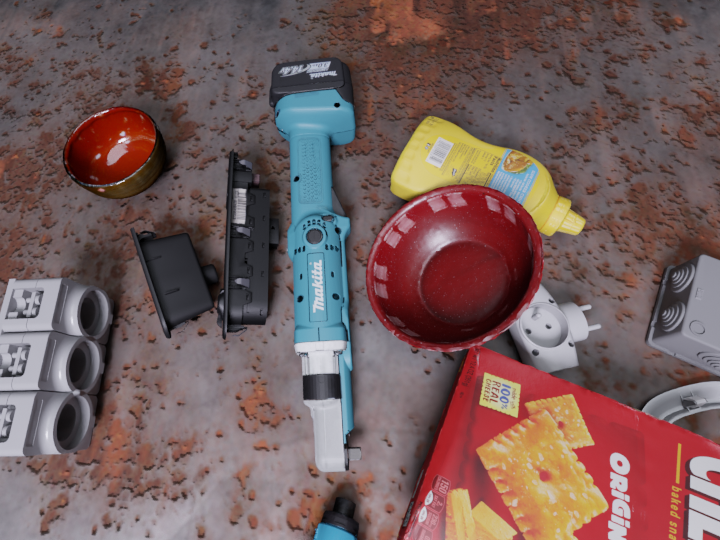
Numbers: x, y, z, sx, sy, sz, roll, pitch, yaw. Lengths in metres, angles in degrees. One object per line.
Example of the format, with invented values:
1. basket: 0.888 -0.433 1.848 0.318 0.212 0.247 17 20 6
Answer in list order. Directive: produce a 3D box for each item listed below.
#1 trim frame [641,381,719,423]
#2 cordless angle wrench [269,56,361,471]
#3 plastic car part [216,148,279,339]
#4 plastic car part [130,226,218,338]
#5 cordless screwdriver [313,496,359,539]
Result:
1. trim frame: 0.330 0.210 0.327 0.183 0.027 0.258 -33 67 -9
2. cordless angle wrench: -0.043 -0.028 0.440 0.098 0.072 0.432 -5 70 2
3. plastic car part: -0.122 -0.024 0.453 0.065 0.067 0.207 9 65 -21
4. plastic car part: -0.190 0.008 0.448 0.069 0.065 0.120 -24 71 -21
5. cordless screwdriver: 0.063 0.284 0.296 0.254 0.072 0.161 14 51 11
